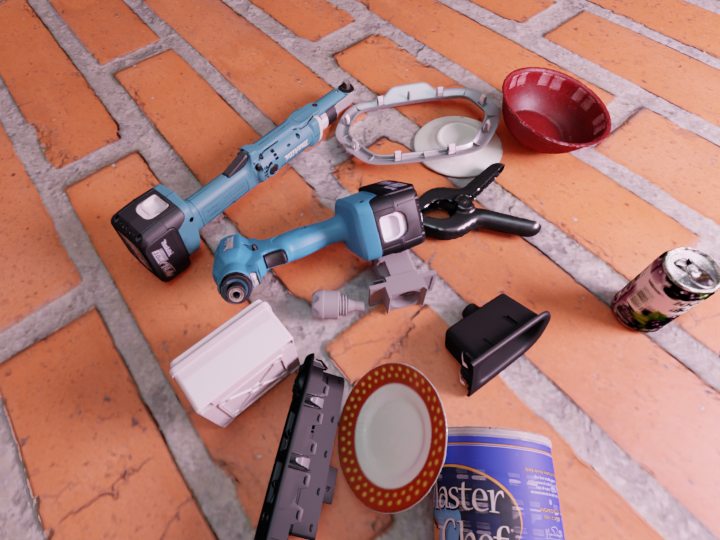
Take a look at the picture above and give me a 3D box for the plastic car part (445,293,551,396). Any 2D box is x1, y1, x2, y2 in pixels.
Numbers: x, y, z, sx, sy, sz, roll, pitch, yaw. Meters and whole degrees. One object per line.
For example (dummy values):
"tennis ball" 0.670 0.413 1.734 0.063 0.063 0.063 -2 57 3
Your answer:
"plastic car part" 0.139 0.069 0.465 0.115 0.063 0.075 -33 50 -20

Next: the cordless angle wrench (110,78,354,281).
"cordless angle wrench" -0.145 -0.158 0.608 0.077 0.095 0.419 34 62 18

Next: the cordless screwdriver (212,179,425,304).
"cordless screwdriver" -0.048 -0.031 0.486 0.247 0.072 0.165 -18 21 -8

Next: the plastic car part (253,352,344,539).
"plastic car part" -0.054 0.179 0.406 0.067 0.065 0.207 10 59 -4

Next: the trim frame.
"trim frame" 0.085 -0.229 0.647 0.252 0.026 0.190 -7 51 8
